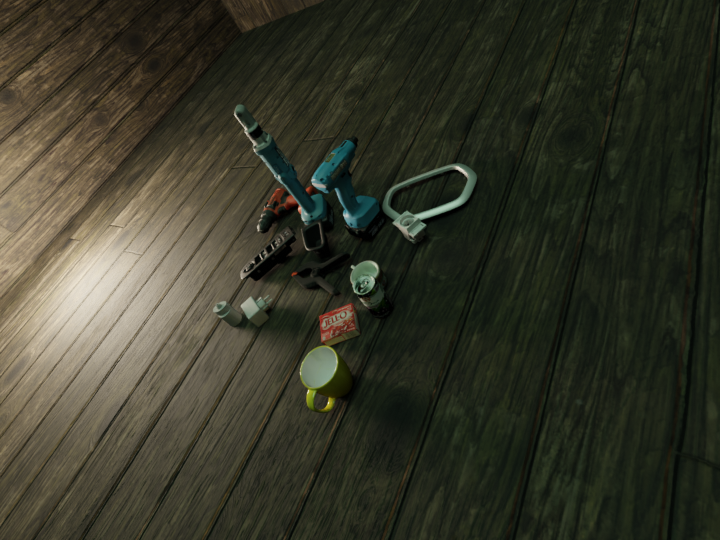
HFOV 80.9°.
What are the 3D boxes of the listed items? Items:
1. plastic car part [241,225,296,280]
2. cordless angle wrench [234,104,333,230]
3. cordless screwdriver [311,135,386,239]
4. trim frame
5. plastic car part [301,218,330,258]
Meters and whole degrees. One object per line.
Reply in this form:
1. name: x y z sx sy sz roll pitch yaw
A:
1. plastic car part: -0.262 -0.040 1.225 0.203 0.063 0.070 -38 42 0
2. cordless angle wrench: -0.200 -0.260 1.122 0.076 0.400 0.101 -19 45 19
3. cordless screwdriver: -0.013 -0.203 1.069 0.079 0.235 0.159 18 65 42
4. trim frame: 0.175 -0.201 1.094 0.254 0.026 0.190 -20 46 19
5. plastic car part: -0.112 -0.074 1.150 0.067 0.067 0.122 -28 43 10
